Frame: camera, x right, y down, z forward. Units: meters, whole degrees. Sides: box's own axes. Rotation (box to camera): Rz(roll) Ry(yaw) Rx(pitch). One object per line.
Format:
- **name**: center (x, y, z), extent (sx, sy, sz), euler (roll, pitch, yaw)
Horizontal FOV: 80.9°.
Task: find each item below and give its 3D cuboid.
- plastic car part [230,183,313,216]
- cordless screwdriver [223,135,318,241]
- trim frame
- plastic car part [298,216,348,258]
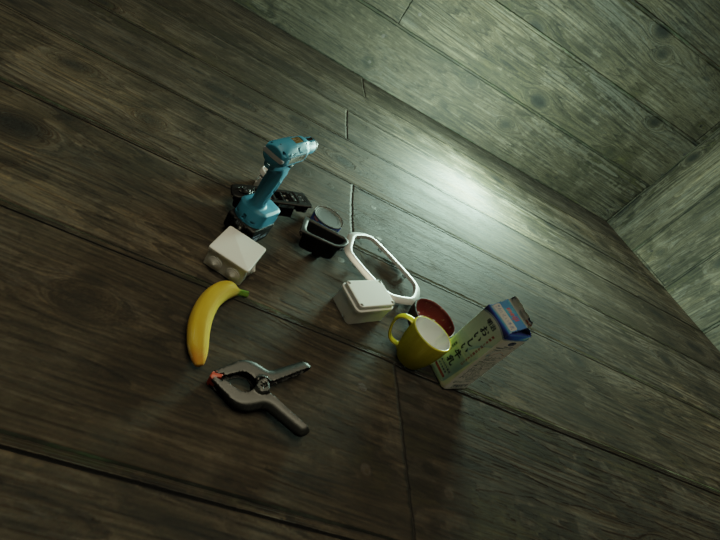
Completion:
- **plastic car part**: center (-0.220, -0.164, 1.005), extent (0.193, 0.067, 0.069), euler (7, 44, -36)
- **cordless screwdriver**: center (-0.181, -0.175, 0.887), extent (0.075, 0.249, 0.156), euler (42, 34, 4)
- **trim frame**: center (0.054, -0.007, 1.080), extent (0.256, 0.027, 0.178), euler (46, 35, 16)
- **plastic car part**: center (-0.096, -0.063, 0.982), extent (0.114, 0.071, 0.067), euler (29, 34, -10)
